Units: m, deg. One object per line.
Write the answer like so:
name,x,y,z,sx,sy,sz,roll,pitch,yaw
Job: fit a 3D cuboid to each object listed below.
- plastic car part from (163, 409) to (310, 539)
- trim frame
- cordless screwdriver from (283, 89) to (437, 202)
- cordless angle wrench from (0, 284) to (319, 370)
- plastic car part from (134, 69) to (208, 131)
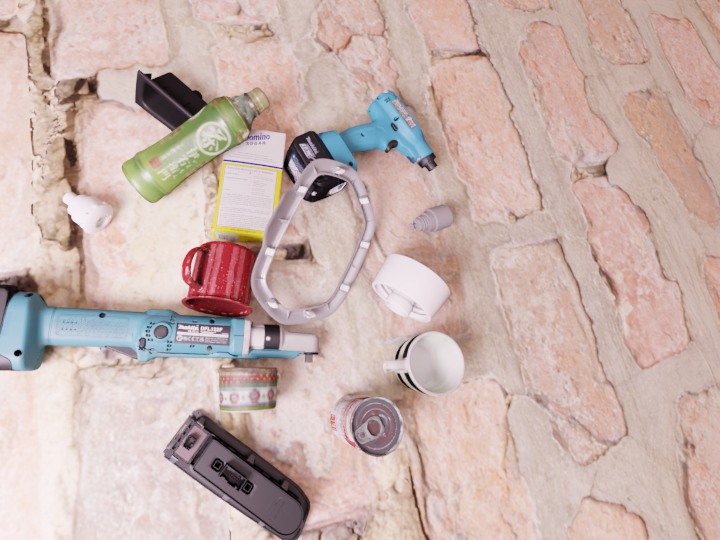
plastic car part,-0.144,0.259,0.524,0.202,0.068,0.066,38,61,-4
trim frame,-0.059,-0.039,0.605,0.174,0.029,0.249,34,78,-36
cordless screwdriver,0.008,-0.189,0.697,0.244,0.075,0.161,-34,85,-25
cordless angle wrench,-0.258,0.084,0.546,0.412,0.075,0.100,5,73,-15
plastic car part,-0.281,-0.262,0.658,0.115,0.066,0.071,36,54,-6
